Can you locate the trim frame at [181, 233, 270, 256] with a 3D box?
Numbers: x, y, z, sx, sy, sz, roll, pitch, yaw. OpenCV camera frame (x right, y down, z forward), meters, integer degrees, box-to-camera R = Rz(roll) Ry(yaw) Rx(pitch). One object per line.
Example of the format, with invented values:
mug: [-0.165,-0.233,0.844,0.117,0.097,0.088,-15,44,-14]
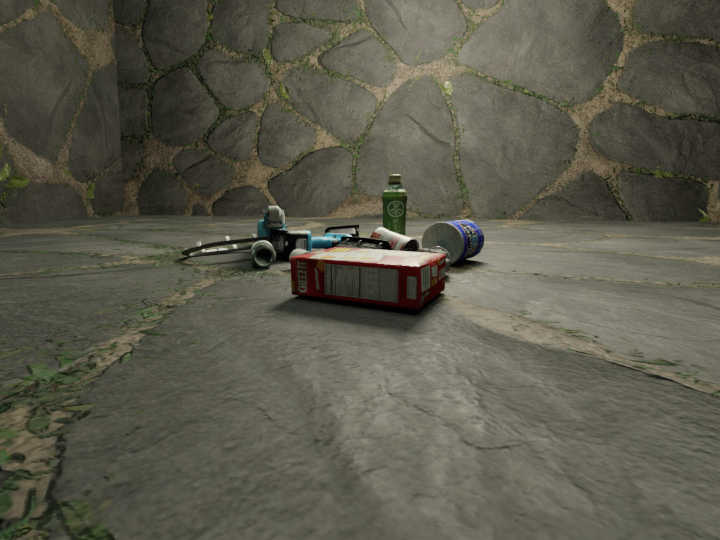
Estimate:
trim frame: [-0.352,-0.067,1.125,0.238,0.028,0.191,-13,-1,-39]

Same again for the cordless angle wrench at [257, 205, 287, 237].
cordless angle wrench: [-0.251,-0.134,1.214,0.096,0.075,0.428,-2,-2,-12]

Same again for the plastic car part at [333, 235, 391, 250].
plastic car part: [-0.003,-0.040,1.016,0.066,0.064,0.213,-32,24,-21]

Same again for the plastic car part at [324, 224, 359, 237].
plastic car part: [-0.058,-0.110,1.404,0.116,0.064,0.073,-4,23,-3]

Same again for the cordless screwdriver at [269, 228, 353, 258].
cordless screwdriver: [-0.111,-0.073,1.139,0.237,0.074,0.168,-5,9,-45]
